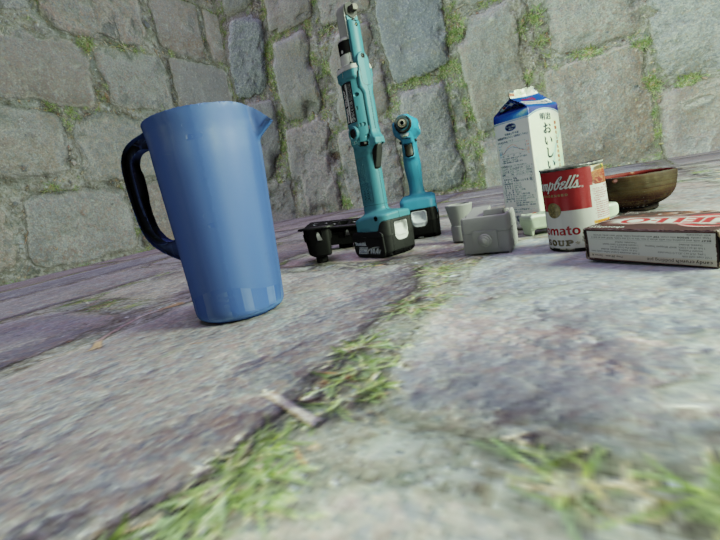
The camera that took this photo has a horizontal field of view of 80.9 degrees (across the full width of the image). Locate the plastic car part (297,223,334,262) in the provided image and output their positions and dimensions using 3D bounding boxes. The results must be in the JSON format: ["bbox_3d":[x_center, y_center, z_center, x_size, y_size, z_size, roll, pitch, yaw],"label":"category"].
[{"bbox_3d":[-0.077,-0.050,0.786,0.065,0.070,0.119,-12,10,-8],"label":"plastic car part"}]

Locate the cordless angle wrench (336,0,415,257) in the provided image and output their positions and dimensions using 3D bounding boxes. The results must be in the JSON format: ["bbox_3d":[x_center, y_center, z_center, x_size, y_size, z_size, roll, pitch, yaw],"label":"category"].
[{"bbox_3d":[0.009,-0.235,0.725,0.072,0.419,0.102,-15,8,-35],"label":"cordless angle wrench"}]

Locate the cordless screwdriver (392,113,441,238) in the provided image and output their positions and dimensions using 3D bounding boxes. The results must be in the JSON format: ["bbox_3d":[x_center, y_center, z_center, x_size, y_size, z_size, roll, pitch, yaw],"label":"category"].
[{"bbox_3d":[0.106,-0.188,0.849,0.076,0.246,0.157,-9,8,14],"label":"cordless screwdriver"}]

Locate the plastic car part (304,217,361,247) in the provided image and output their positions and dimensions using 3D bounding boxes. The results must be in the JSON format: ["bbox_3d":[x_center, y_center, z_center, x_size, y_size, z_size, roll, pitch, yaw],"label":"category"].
[{"bbox_3d":[-0.018,-0.085,0.917,0.207,0.066,0.066,-8,9,13],"label":"plastic car part"}]
